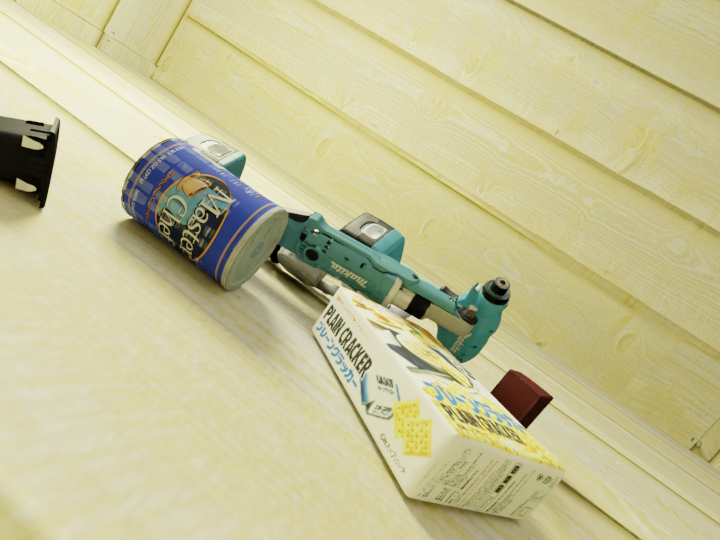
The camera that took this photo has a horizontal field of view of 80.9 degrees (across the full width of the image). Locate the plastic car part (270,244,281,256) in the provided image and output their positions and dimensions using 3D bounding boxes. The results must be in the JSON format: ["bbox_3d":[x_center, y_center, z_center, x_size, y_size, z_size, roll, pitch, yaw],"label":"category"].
[{"bbox_3d":[-0.183,-0.081,0.662,0.215,0.066,0.064,40,-15,41],"label":"plastic car part"}]

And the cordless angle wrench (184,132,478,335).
[{"bbox_3d":[-0.052,-0.034,0.533,0.428,0.097,0.074,30,34,6],"label":"cordless angle wrench"}]

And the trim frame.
[{"bbox_3d":[-0.004,0.001,0.707,0.249,0.027,0.186,21,35,0],"label":"trim frame"}]

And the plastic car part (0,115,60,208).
[{"bbox_3d":[-0.308,-0.110,0.374,0.067,0.065,0.123,8,21,-39],"label":"plastic car part"}]

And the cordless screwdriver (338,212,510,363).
[{"bbox_3d":[0.076,0.006,0.587,0.260,0.155,0.073,38,52,23],"label":"cordless screwdriver"}]
